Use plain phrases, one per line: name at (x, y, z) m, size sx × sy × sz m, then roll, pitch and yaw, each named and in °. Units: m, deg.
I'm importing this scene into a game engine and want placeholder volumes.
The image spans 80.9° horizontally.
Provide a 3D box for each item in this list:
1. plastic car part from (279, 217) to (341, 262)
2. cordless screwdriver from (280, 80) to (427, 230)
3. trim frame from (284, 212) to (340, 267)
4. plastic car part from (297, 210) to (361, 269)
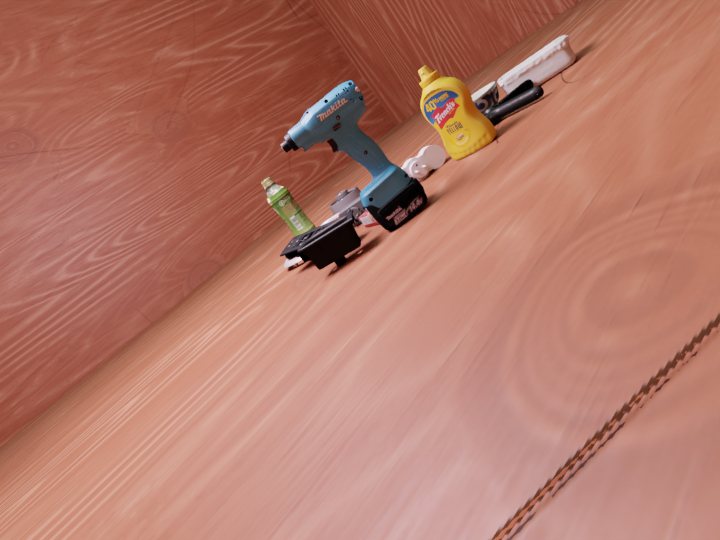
plastic car part at (-0.087, -0.057, 0.889) m, size 0.209 × 0.066 × 0.065 m, roll -21°, pitch 20°, yaw 47°
cordless screwdriver at (-0.010, -0.177, 0.727) m, size 0.160 × 0.244 × 0.075 m, roll -36°, pitch 10°, yaw 8°
trim frame at (-0.104, -0.086, 1.088) m, size 0.246 × 0.027 × 0.190 m, roll -44°, pitch 16°, yaw -23°
plastic car part at (-0.045, -0.044, 0.749) m, size 0.118 × 0.069 × 0.067 m, roll -34°, pitch 12°, yaw 13°
